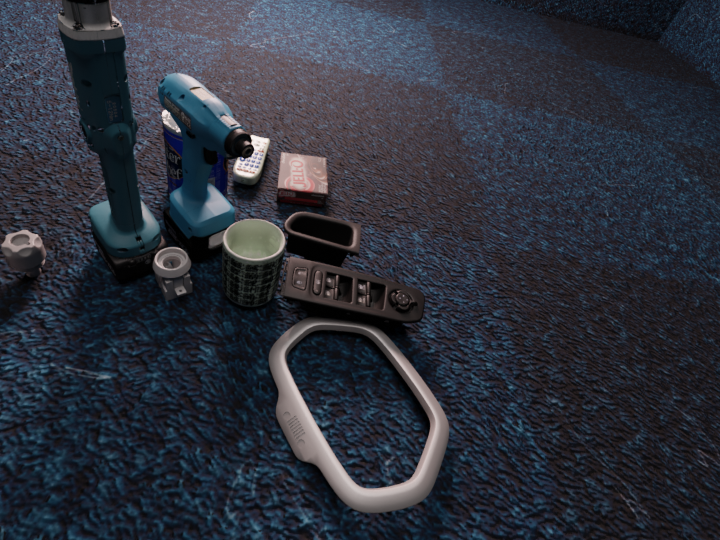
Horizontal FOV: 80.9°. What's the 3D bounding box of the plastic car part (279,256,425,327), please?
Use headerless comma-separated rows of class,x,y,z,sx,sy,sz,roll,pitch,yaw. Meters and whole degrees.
plastic car part,-0.011,0.042,0.585,0.201,0.066,0.068,10,45,-5

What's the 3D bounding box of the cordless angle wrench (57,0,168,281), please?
cordless angle wrench,-0.278,-0.158,0.467,0.072,0.416,0.102,-27,61,-37

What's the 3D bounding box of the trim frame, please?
trim frame,-0.007,0.152,0.505,0.178,0.027,0.261,-19,53,-29

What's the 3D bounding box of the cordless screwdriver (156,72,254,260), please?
cordless screwdriver,-0.203,-0.114,0.563,0.072,0.245,0.166,-28,61,-37

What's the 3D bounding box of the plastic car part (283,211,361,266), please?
plastic car part,-0.064,-0.042,0.651,0.116,0.070,0.067,12,45,-4
